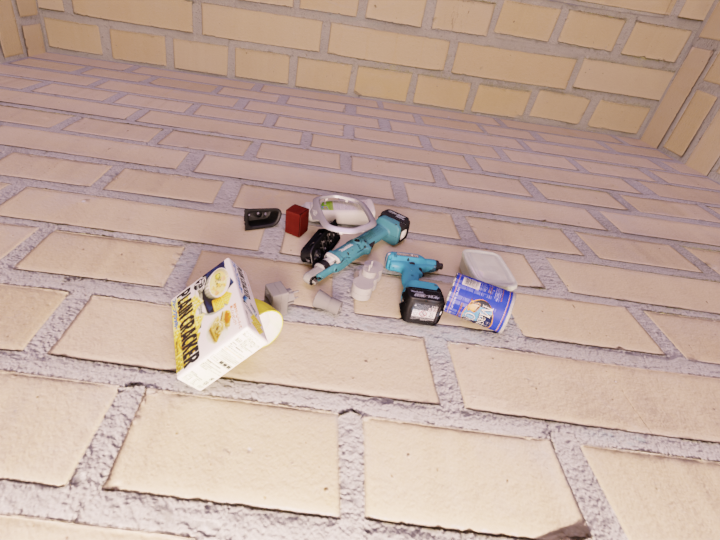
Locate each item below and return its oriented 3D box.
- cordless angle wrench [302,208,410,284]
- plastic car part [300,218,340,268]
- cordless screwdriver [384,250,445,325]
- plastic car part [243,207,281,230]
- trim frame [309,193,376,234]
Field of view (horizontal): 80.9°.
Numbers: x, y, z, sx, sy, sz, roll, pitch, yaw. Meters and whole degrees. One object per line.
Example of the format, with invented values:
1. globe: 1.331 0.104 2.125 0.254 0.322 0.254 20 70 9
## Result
1. cordless angle wrench: -0.011 -0.062 1.182 0.103 0.072 0.412 29 41 27
2. plastic car part: -0.115 -0.076 1.181 0.069 0.064 0.204 3 31 14
3. cordless screwdriver: 0.158 0.034 1.076 0.158 0.073 0.257 5 31 -8
4. plastic car part: -0.305 -0.165 1.277 0.112 0.065 0.075 -10 25 -32
5. trim frame: -0.055 -0.169 1.248 0.180 0.027 0.260 -3 36 -15
